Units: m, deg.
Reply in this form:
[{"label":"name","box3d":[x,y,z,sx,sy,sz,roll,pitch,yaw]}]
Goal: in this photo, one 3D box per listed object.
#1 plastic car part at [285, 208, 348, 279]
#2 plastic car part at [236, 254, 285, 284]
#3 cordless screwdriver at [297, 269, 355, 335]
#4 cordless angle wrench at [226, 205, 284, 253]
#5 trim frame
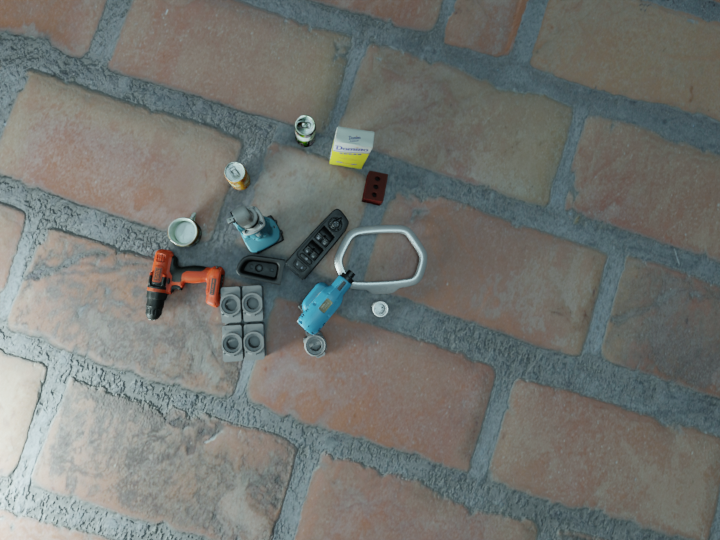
[{"label":"plastic car part","box3d":[-0.108,-0.071,1.107,0.066,0.067,0.203,41,85,-2]},{"label":"plastic car part","box3d":[-0.257,-0.005,1.095,0.116,0.071,0.066,10,87,-3]},{"label":"cordless screwdriver","box3d":[-0.081,0.065,1.006,0.074,0.250,0.159,40,85,-5]},{"label":"cordless angle wrench","box3d":[-0.230,-0.095,0.926,0.097,0.425,0.074,-28,93,-7]},{"label":"trim frame","box3d":[0.054,-0.029,1.129,0.247,0.027,0.185,-4,86,-2]}]
